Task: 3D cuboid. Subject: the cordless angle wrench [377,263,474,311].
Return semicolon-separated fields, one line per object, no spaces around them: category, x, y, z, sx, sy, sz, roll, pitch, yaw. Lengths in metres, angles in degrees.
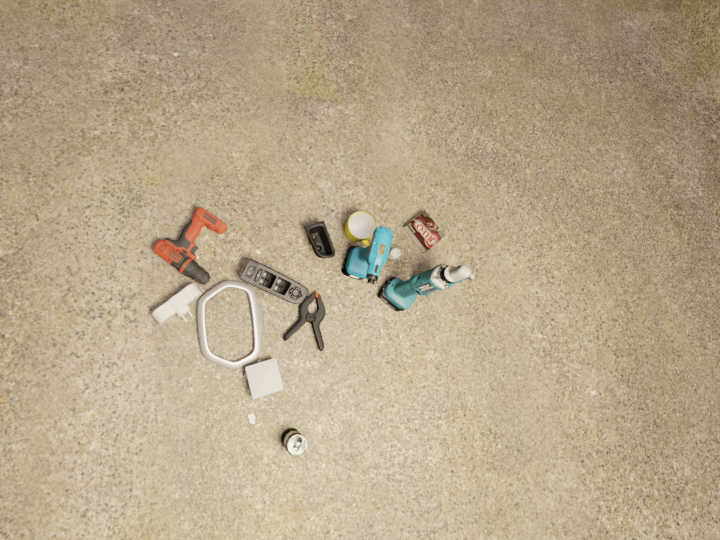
cordless angle wrench;0.169;0.039;1.145;0.097;0.428;0.074;41;69;-7

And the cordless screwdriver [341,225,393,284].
cordless screwdriver;0.013;-0.019;1.216;0.073;0.251;0.161;20;73;-14

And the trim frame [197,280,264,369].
trim frame;-0.364;0.151;1.195;0.180;0.028;0.252;-7;77;-16

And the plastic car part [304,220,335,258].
plastic car part;-0.126;-0.083;1.294;0.064;0.071;0.118;-19;82;-20

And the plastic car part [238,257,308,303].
plastic car part;-0.251;0.040;1.232;0.200;0.067;0.067;26;71;-7
